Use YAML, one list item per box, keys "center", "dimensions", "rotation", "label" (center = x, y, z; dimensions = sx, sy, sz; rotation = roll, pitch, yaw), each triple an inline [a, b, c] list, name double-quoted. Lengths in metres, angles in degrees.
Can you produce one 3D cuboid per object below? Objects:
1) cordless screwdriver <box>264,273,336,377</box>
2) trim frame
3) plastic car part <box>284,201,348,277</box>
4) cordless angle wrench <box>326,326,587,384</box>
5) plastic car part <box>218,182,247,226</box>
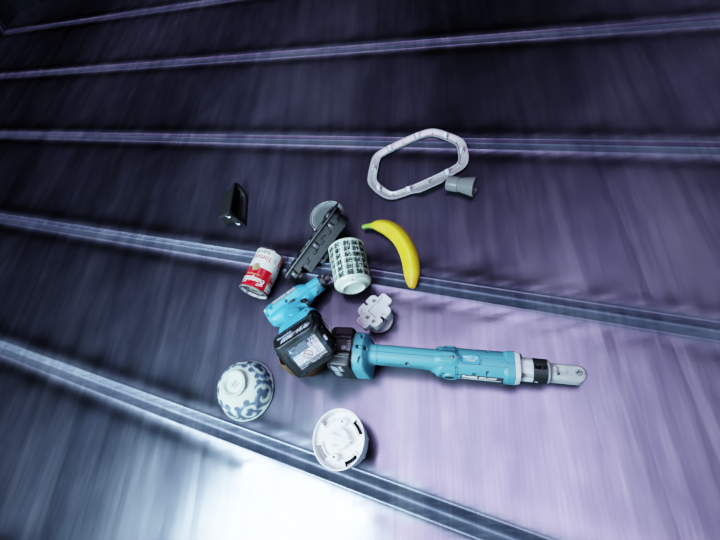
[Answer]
- center: [-0.103, 0.087, 0.822]
  dimensions: [0.159, 0.072, 0.258]
  rotation: [-36, 22, -4]
  label: "cordless screwdriver"
- center: [0.134, -0.261, 1.023]
  dimensions: [0.250, 0.026, 0.192]
  rotation: [-23, 58, 4]
  label: "trim frame"
- center: [-0.093, -0.061, 0.947]
  dimensions: [0.067, 0.066, 0.203]
  rotation: [33, 95, -1]
  label: "plastic car part"
- center: [0.155, 0.162, 0.742]
  dimensions: [0.435, 0.093, 0.076]
  rotation: [2, 59, 17]
  label: "cordless angle wrench"
- center: [-0.346, -0.169, 1.125]
  dimensions: [0.072, 0.062, 0.120]
  rotation: [-23, 53, 22]
  label: "plastic car part"
